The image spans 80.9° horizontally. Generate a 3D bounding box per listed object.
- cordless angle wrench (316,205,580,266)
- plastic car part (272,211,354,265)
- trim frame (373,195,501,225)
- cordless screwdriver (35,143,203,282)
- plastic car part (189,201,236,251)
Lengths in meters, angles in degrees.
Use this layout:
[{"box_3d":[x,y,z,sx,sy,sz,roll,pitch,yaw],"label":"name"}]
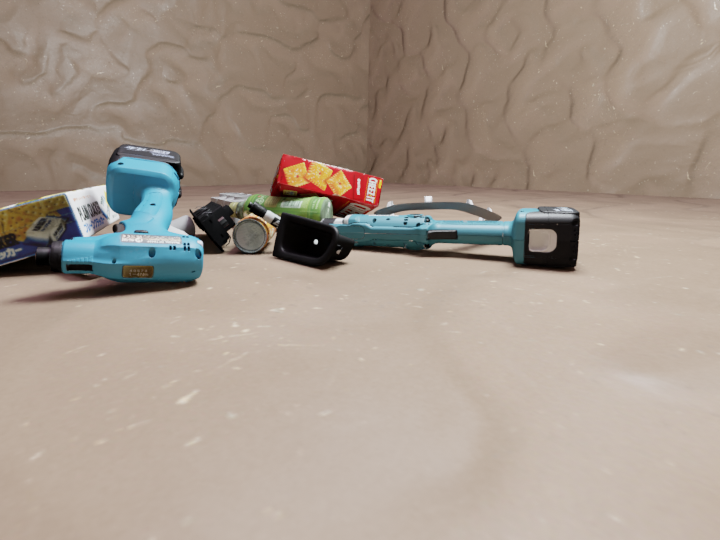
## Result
[{"box_3d":[0.086,-0.059,0.650,0.439,0.073,0.095,4,13,23],"label":"cordless angle wrench"},{"box_3d":[-0.058,-0.038,0.593,0.123,0.066,0.067,15,4,38],"label":"plastic car part"},{"box_3d":[0.136,-0.097,0.752,0.192,0.028,0.236,-4,-5,43],"label":"trim frame"},{"box_3d":[-0.290,-0.075,0.524,0.153,0.073,0.262,0,36,-27],"label":"cordless screwdriver"},{"box_3d":[-0.253,-0.088,0.722,0.067,0.063,0.212,-49,27,-13],"label":"plastic car part"}]
